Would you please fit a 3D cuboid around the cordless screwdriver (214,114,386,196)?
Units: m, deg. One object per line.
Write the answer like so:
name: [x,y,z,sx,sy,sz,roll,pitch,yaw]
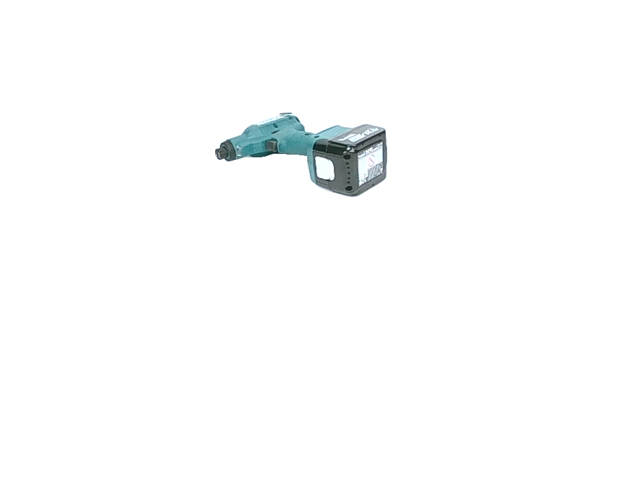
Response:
cordless screwdriver: [-0.035,-0.132,0.633,0.158,0.074,0.250,-30,39,-32]
